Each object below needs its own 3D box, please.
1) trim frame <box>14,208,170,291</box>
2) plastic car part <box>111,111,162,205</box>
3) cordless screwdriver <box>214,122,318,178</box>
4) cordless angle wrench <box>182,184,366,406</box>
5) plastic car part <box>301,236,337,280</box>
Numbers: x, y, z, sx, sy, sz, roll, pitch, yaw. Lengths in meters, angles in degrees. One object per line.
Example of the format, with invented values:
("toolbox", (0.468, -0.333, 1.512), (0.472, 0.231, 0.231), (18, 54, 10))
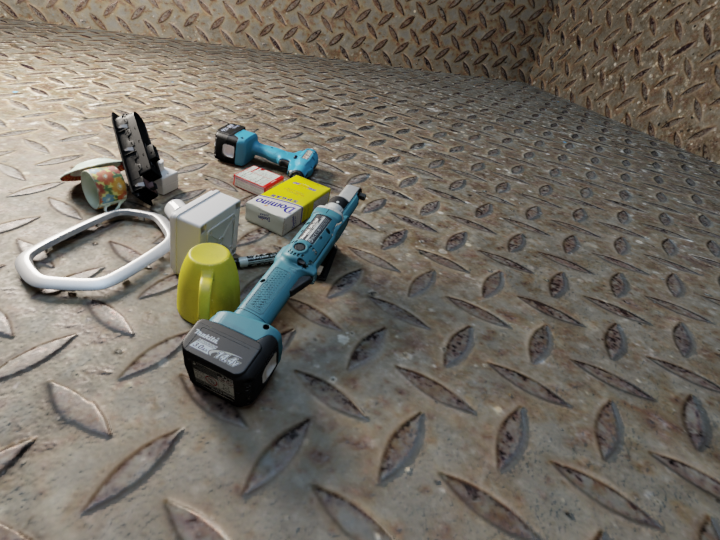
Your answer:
("trim frame", (-0.409, -0.039, 0.676), (0.189, 0.027, 0.247), (19, 37, 12))
("plastic car part", (-0.429, -0.230, 0.816), (0.067, 0.064, 0.209), (-30, 73, 8))
("cordless screwdriver", (-0.233, -0.276, 1.023), (0.250, 0.073, 0.161), (16, 34, 2))
("cordless angle wrench", (-0.088, -0.013, 0.608), (0.100, 0.072, 0.423), (19, 45, 11))
("plastic car part", (-0.071, -0.047, 0.730), (0.067, 0.069, 0.117), (16, 37, 4))
